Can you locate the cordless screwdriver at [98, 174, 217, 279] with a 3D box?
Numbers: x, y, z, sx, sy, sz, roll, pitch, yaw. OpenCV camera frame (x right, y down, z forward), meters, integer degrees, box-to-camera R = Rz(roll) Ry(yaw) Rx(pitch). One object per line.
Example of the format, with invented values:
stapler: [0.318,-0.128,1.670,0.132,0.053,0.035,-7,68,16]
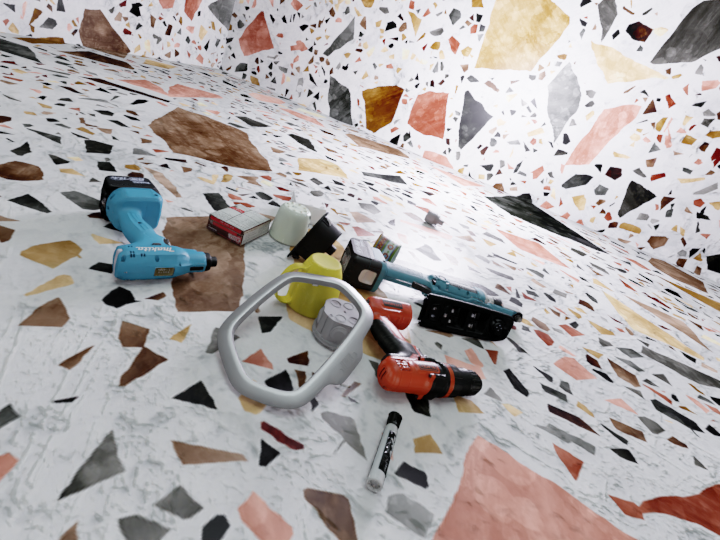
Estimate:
cordless screwdriver: [-0.361,-0.074,0.739,0.152,0.074,0.263,-1,37,-40]

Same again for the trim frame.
trim frame: [-0.086,0.086,0.599,0.191,0.027,0.245,27,43,18]

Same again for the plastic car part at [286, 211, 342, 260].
plastic car part: [-0.085,-0.056,0.874,0.070,0.118,0.066,46,25,-6]

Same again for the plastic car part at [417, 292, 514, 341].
plastic car part: [0.204,0.095,0.841,0.199,0.066,0.068,14,0,-10]

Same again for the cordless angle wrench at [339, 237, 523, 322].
cordless angle wrench: [0.162,0.038,0.907,0.414,0.074,0.101,18,25,-11]
